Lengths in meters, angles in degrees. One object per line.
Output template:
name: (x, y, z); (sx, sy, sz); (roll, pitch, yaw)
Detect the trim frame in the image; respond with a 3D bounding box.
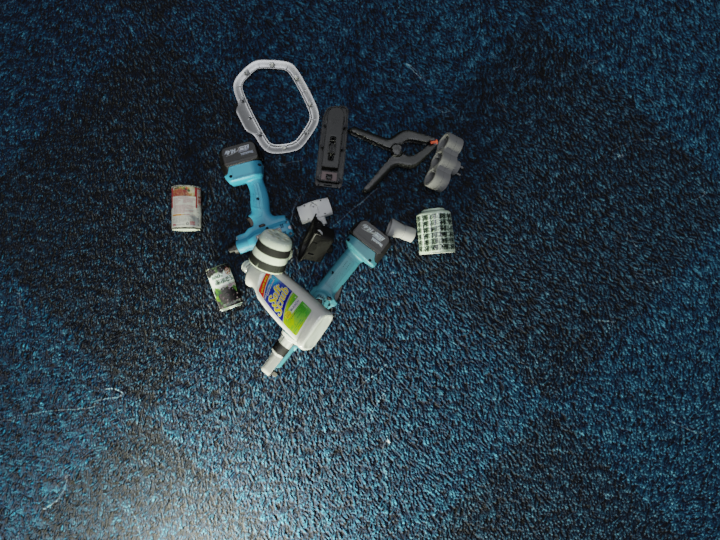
trim frame: (-0.210, -0.405, 1.036); (0.184, 0.027, 0.249); (-26, 88, 0)

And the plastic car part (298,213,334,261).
plastic car part: (-0.096, -0.063, 0.983); (0.069, 0.116, 0.068); (15, 46, -15)

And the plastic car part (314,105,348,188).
plastic car part: (-0.068, -0.304, 1.012); (0.067, 0.066, 0.204); (6, 84, 6)

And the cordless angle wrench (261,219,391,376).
cordless angle wrench: (-0.093, 0.071, 0.983); (0.098, 0.074, 0.423); (38, 90, 1)

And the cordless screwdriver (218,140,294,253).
cordless screwdriver: (-0.271, -0.168, 1.000); (0.159, 0.074, 0.248); (-20, 90, -1)
